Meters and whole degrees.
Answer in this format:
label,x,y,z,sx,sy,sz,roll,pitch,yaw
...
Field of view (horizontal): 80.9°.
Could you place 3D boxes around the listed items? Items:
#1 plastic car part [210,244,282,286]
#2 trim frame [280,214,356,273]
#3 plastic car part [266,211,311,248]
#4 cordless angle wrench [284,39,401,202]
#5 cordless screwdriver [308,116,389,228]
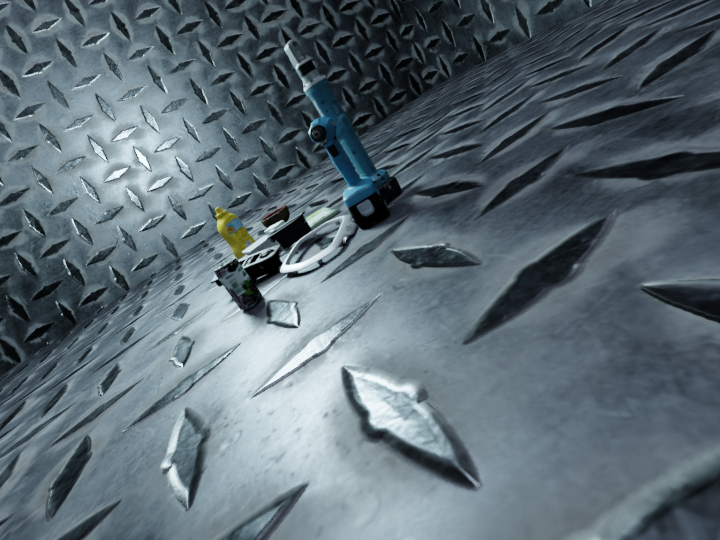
label,x,y,z,sx,sy,sz,roll,pitch,yaw
plastic car part,-0.272,-0.002,1.044,0.207,0.065,0.066,-25,18,23
trim frame,-0.095,-0.062,0.967,0.188,0.027,0.250,-26,20,20
plastic car part,-0.182,-0.099,1.133,0.118,0.069,0.067,-27,17,17
cordless angle wrench,-0.051,-0.337,0.982,0.073,0.413,0.102,-39,15,-25
cordless screwdriver,-0.030,-0.206,0.886,0.075,0.243,0.161,-29,15,13
